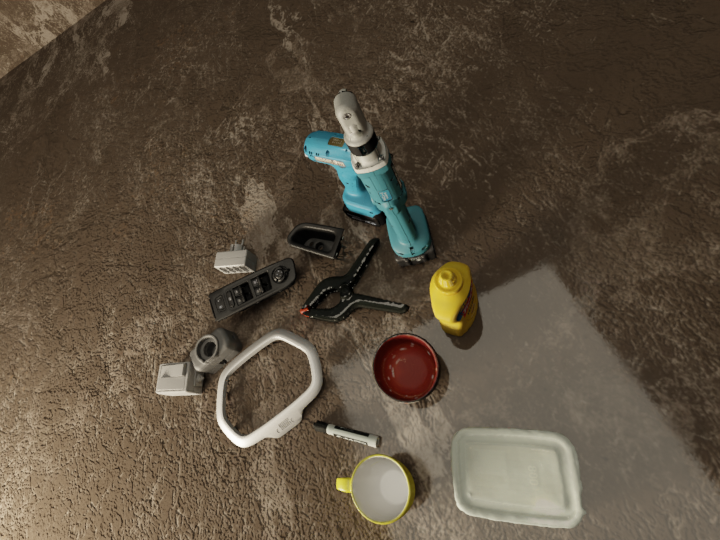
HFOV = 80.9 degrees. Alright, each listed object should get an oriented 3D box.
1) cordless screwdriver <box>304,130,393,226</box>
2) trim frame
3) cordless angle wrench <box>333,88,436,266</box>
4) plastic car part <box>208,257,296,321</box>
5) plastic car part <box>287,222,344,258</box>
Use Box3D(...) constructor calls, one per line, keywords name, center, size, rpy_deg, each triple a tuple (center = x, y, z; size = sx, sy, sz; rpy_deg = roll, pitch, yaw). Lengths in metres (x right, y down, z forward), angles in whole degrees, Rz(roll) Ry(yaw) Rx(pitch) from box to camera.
Box3D(name="cordless screwdriver", center=(0.010, -0.166, 0.793), size=(0.167, 0.236, 0.074), rpy_deg=(19, 76, 27))
Box3D(name="trim frame", center=(-0.183, 0.227, 0.826), size=(0.249, 0.026, 0.193), rpy_deg=(-39, 58, 3))
Box3D(name="cordless angle wrench", center=(0.044, -0.122, 0.662), size=(0.076, 0.402, 0.101), rpy_deg=(-15, 64, 14))
Box3D(name="plastic car part", center=(-0.219, 0.043, 0.900), size=(0.205, 0.064, 0.069), rpy_deg=(-28, 61, 10))
Box3D(name="plastic car part", center=(-0.087, -0.057, 0.885), size=(0.122, 0.067, 0.066), rpy_deg=(13, 74, 27))
